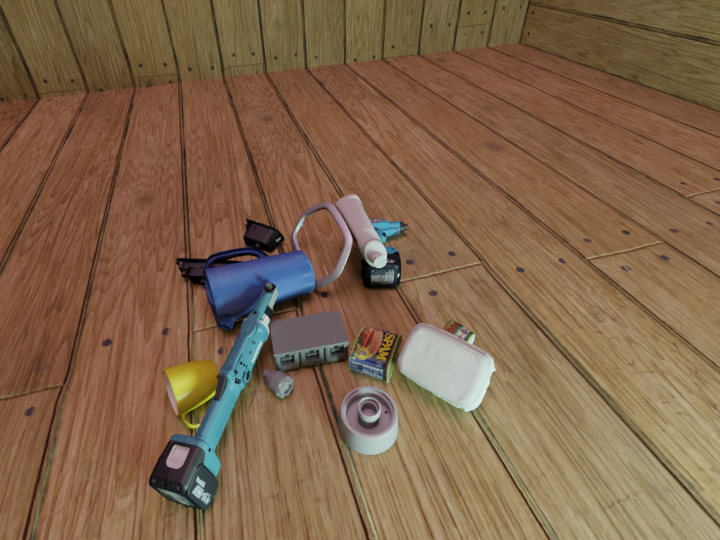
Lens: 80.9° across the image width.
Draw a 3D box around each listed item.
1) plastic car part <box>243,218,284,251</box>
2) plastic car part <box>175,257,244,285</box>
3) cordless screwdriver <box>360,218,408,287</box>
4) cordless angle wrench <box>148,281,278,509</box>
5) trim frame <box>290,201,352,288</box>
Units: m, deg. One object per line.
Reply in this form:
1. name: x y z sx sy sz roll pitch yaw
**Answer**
1. plastic car part: -0.281 -0.089 1.182 0.121 0.063 0.071 20 59 19
2. plastic car part: -0.365 0.005 1.067 0.204 0.064 0.069 -1 49 2
3. cordless screwdriver: 0.064 -0.059 1.113 0.159 0.072 0.257 -4 36 -3
4. cordless angle wrench: -0.232 0.190 0.778 0.076 0.094 0.429 2 46 15
5. trim frame: -0.105 -0.068 1.069 0.026 0.185 0.261 24 28 -47
